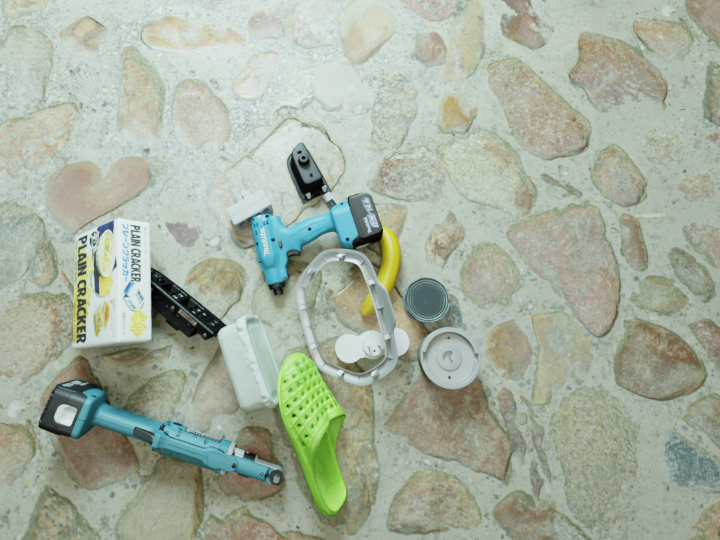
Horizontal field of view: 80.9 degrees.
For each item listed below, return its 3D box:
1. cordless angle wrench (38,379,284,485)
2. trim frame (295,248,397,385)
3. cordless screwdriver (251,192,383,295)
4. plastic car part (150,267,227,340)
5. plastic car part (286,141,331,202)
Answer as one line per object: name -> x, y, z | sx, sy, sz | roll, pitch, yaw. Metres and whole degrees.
cordless angle wrench -> -0.336, 0.299, 0.747 | 0.422, 0.097, 0.075 | 19, 79, -1
trim frame -> -0.028, 0.083, 0.753 | 0.189, 0.026, 0.251 | -17, 82, 23
cordless screwdriver -> -0.080, -0.052, 0.816 | 0.251, 0.073, 0.161 | -14, 84, 6
plastic car part -> -0.352, 0.068, 0.808 | 0.206, 0.065, 0.067 | 41, 105, 6
plastic car part -> -0.112, -0.208, 0.859 | 0.065, 0.071, 0.118 | -25, 84, -9
